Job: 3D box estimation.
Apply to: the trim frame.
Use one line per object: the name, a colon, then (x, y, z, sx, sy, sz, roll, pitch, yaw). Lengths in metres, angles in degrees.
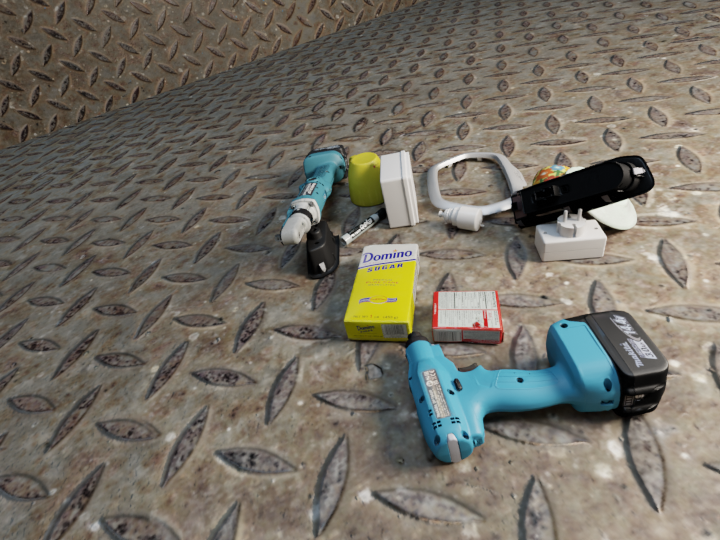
trim frame: (0.229, -0.178, 0.848, 0.188, 0.026, 0.254, -8, 37, 12)

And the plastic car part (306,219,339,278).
plastic car part: (-0.074, -0.049, 0.761, 0.066, 0.068, 0.120, -13, 35, 5)

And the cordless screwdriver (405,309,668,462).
cordless screwdriver: (0.178, 0.108, 0.482, 0.251, 0.071, 0.165, -17, 38, 5)

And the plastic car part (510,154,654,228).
plastic car part: (0.310, -0.120, 0.631, 0.064, 0.067, 0.210, 11, -15, -37)

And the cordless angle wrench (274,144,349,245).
cordless angle wrench: (-0.091, -0.156, 0.837, 0.100, 0.072, 0.430, -7, 29, 10)
